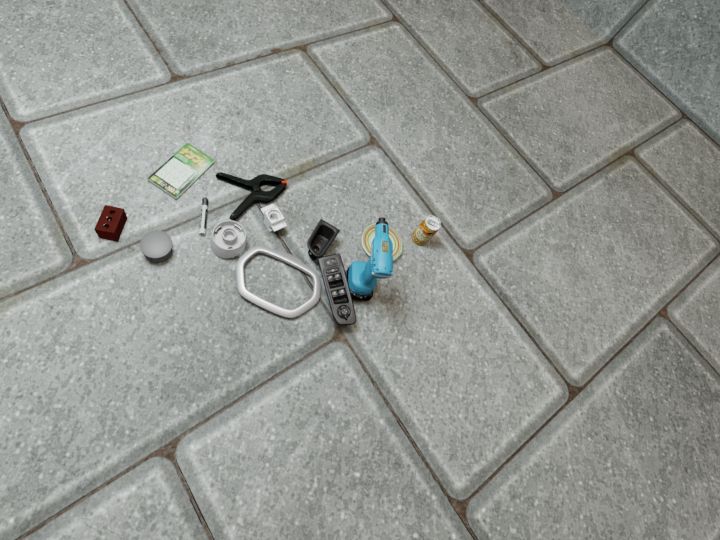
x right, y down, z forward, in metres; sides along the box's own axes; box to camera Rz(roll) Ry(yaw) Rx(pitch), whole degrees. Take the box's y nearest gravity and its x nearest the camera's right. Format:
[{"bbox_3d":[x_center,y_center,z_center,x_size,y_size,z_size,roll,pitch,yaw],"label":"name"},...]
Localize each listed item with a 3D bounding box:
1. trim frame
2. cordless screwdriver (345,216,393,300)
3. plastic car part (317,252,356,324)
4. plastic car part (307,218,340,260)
[{"bbox_3d":[-0.227,0.027,1.170,0.248,0.027,0.186,23,61,-1],"label":"trim frame"},{"bbox_3d":[0.024,-0.022,1.127,0.073,0.248,0.163,9,64,-14],"label":"cordless screwdriver"},{"bbox_3d":[-0.067,0.058,1.169,0.065,0.067,0.209,-10,67,-20],"label":"plastic car part"},{"bbox_3d":[-0.119,-0.078,1.222,0.066,0.071,0.117,30,62,-1],"label":"plastic car part"}]
